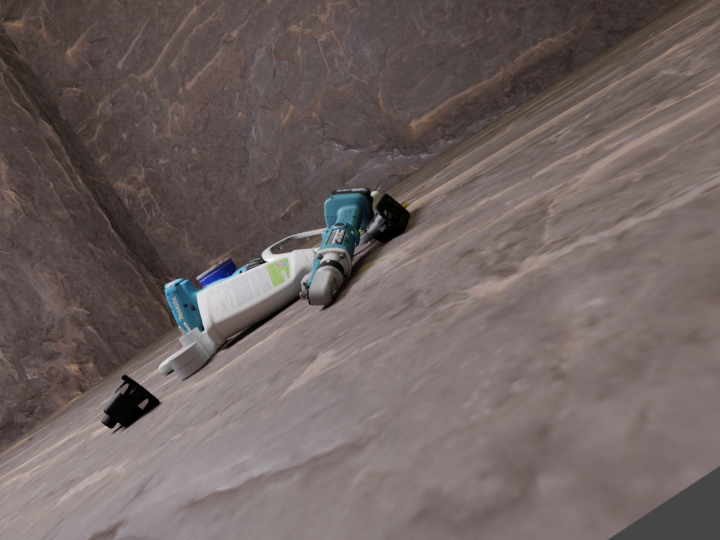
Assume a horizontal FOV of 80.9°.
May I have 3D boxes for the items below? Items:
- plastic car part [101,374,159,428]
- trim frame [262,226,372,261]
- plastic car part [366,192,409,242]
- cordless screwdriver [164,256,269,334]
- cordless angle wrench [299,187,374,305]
[{"bbox_3d":[-0.360,0.205,0.643,0.119,0.065,0.071,-28,22,54],"label":"plastic car part"},{"bbox_3d":[-0.086,-0.057,0.884,0.252,0.027,0.186,-9,19,7],"label":"trim frame"},{"bbox_3d":[0.046,-0.097,0.789,0.067,0.066,0.203,-42,6,14],"label":"plastic car part"},{"bbox_3d":[-0.288,0.071,0.914,0.252,0.157,0.074,-16,10,9],"label":"cordless screwdriver"},{"bbox_3d":[-0.034,-0.053,0.717,0.099,0.072,0.428,-4,24,7],"label":"cordless angle wrench"}]
